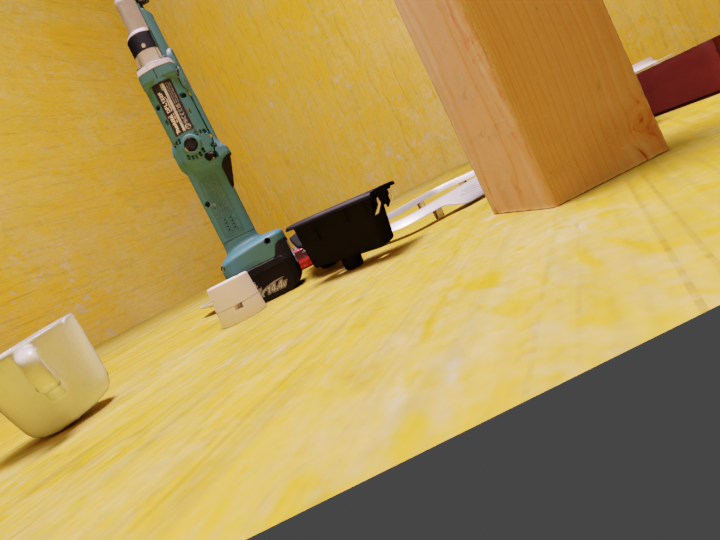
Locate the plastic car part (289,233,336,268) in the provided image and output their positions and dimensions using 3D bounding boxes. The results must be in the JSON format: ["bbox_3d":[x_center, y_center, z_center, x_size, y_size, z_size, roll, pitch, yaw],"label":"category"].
[{"bbox_3d":[-0.057,-0.037,0.583,0.066,0.066,0.206,-27,8,-7],"label":"plastic car part"}]

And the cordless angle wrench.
[{"bbox_3d":[-0.206,-0.155,0.540,0.098,0.421,0.075,-26,3,0],"label":"cordless angle wrench"}]

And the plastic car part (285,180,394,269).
[{"bbox_3d":[-0.014,-0.038,0.440,0.120,0.070,0.064,-22,7,33],"label":"plastic car part"}]

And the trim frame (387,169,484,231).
[{"bbox_3d":[0.098,-0.091,0.574,0.244,0.027,0.189,-30,9,-23],"label":"trim frame"}]
